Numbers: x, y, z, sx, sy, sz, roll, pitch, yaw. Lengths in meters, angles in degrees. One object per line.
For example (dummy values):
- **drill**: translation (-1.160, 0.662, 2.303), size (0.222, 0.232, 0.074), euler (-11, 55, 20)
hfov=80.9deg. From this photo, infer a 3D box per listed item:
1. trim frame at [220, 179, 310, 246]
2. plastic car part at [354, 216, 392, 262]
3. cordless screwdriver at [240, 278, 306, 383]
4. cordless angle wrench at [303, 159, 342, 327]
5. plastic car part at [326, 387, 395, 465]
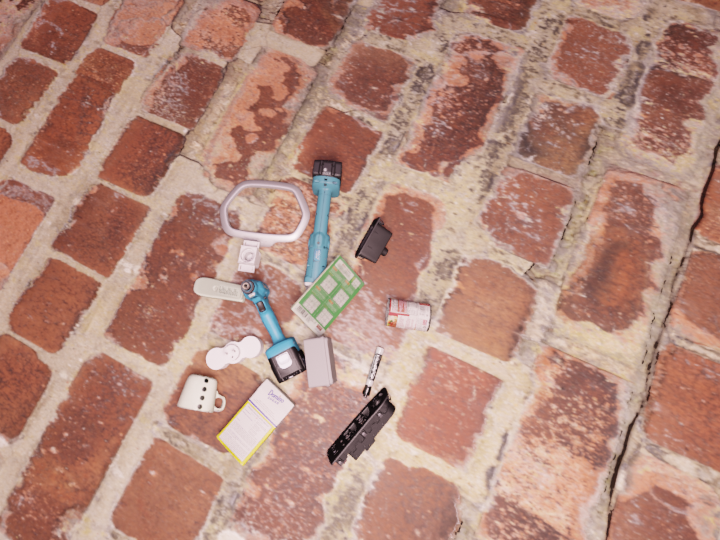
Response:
- **trim frame**: translation (-0.258, -0.156, 1.139), size (0.251, 0.027, 0.186), euler (6, 75, 5)
- **plastic car part**: translation (0.040, -0.068, 1.075), size (0.070, 0.066, 0.117), euler (27, 83, -6)
- **cordless screwdriver**: translation (-0.211, 0.134, 0.993), size (0.074, 0.156, 0.254), euler (-27, 78, -5)
- **cordless angle wrench**: translation (-0.105, -0.069, 1.072), size (0.075, 0.097, 0.427), euler (6, 80, 0)
- **plastic car part**: translation (0.011, 0.362, 0.963), size (0.067, 0.066, 0.202), euler (38, 82, 0)
